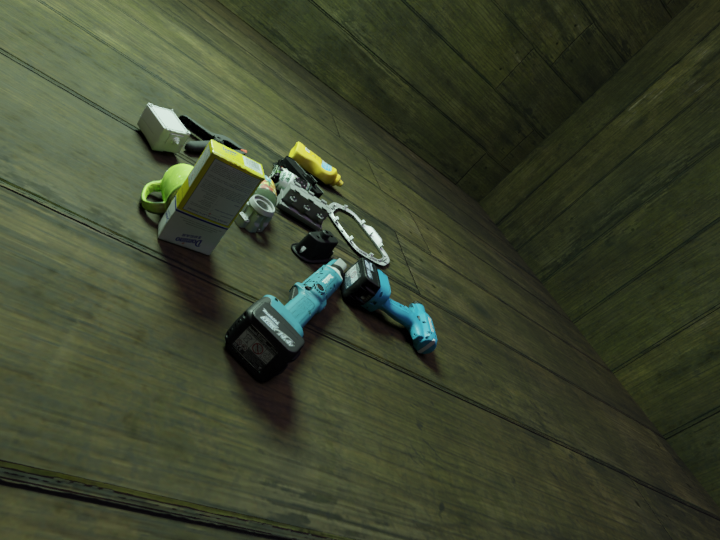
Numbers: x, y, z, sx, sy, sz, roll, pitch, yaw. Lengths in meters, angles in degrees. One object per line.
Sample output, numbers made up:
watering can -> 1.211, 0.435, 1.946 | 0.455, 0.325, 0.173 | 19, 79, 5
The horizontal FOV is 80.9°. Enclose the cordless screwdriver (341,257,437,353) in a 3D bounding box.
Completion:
cordless screwdriver -> 0.069, 0.067, 0.960 | 0.241, 0.075, 0.163 | 38, 23, -18

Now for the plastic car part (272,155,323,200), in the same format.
plastic car part -> -0.162, -0.239, 1.149 | 0.209, 0.067, 0.064 | 46, 31, 15

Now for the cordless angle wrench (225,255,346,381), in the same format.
cordless angle wrench -> -0.091, 0.047, 0.760 | 0.098, 0.075, 0.418 | 43, 21, -1

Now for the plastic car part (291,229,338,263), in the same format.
plastic car part -> -0.091, -0.060, 0.934 | 0.068, 0.071, 0.112 | 50, 22, 17

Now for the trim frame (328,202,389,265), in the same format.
trim frame -> -0.005, -0.110, 1.204 | 0.175, 0.028, 0.260 | 7, 39, -54
